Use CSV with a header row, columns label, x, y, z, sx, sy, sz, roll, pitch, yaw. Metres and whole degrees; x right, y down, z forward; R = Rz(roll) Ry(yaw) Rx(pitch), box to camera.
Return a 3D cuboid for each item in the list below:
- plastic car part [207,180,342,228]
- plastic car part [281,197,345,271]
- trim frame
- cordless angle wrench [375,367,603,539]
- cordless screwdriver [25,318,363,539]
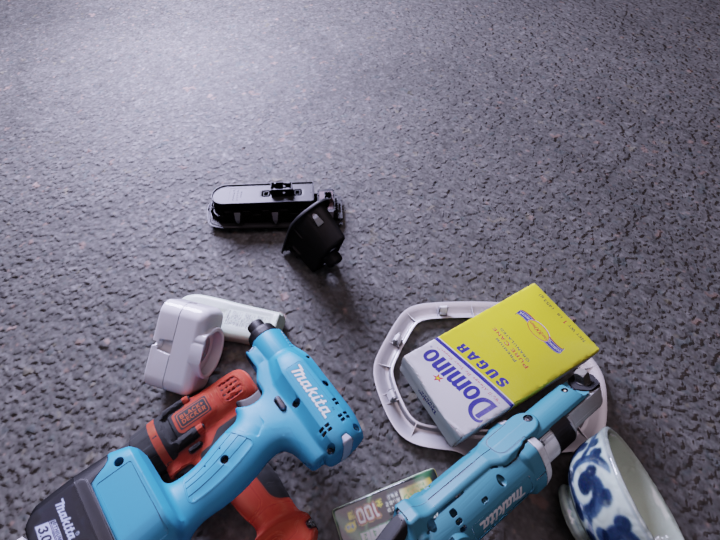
label,x,y,z,sx,sy,sz,roll,pitch,yaw
plastic car part,-0.129,-0.096,0.614,0.204,0.065,0.068,-4,59,4
plastic car part,-0.053,-0.035,0.541,0.065,0.117,0.072,-34,86,-21
trim frame,0.140,0.114,0.466,0.249,0.027,0.189,0,55,2
cordless angle wrench,0.060,0.209,0.346,0.415,0.095,0.078,-29,21,-20
cordless screwdriver,-0.138,0.150,0.367,0.243,0.072,0.167,-29,55,-26
